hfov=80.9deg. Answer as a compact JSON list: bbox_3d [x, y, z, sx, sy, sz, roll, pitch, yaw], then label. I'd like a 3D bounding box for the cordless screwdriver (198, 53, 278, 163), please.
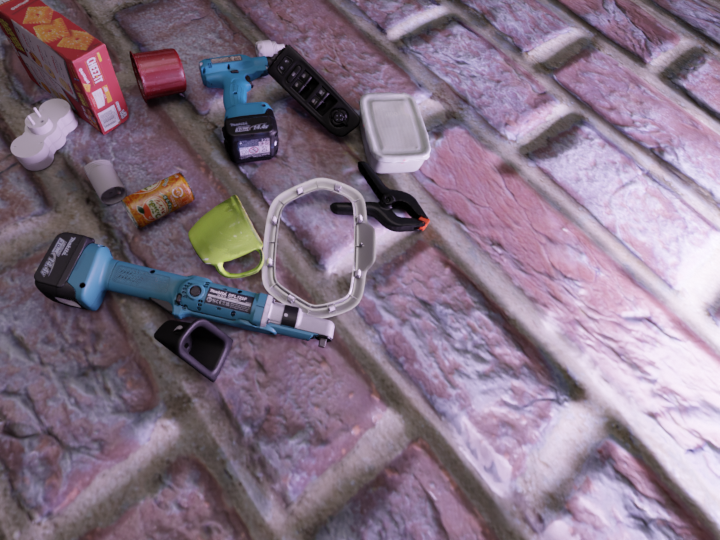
[{"bbox_3d":[-0.210,-0.327,0.815,0.156,0.073,0.258,-15,63,-14],"label":"cordless screwdriver"}]

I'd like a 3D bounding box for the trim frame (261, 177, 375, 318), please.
[{"bbox_3d":[-0.068,-0.044,0.696,0.184,0.027,0.253,3,68,0],"label":"trim frame"}]

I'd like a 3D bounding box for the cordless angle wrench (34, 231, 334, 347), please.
[{"bbox_3d":[-0.245,0.041,0.628,0.421,0.073,0.099,13,63,-2],"label":"cordless angle wrench"}]

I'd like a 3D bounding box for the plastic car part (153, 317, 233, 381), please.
[{"bbox_3d":[-0.237,0.099,0.582,0.074,0.111,0.067,8,61,21],"label":"plastic car part"}]

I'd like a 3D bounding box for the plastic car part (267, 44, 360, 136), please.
[{"bbox_3d":[-0.086,-0.338,0.823,0.204,0.066,0.066,45,99,3],"label":"plastic car part"}]
